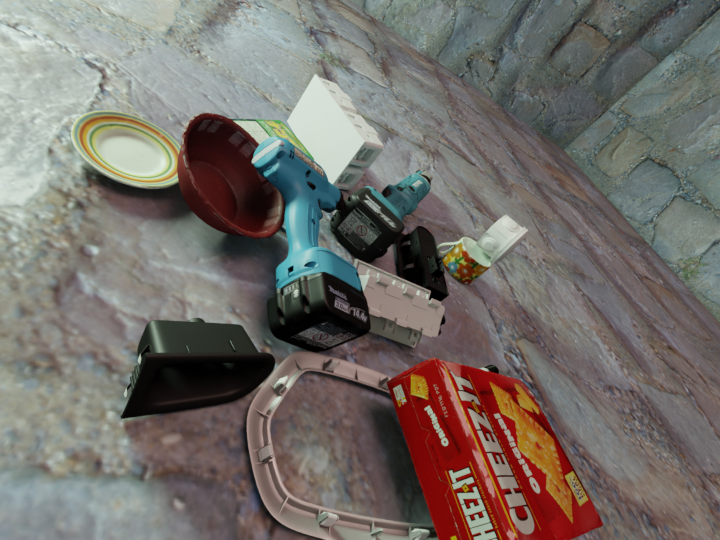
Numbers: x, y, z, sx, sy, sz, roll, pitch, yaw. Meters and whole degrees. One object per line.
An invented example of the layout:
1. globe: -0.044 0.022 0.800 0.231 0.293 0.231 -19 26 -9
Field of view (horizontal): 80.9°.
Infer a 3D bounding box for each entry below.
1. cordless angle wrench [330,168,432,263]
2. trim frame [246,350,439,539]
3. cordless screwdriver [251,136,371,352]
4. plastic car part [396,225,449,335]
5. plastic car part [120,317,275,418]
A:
1. cordless angle wrench: 0.076 -0.134 0.786 0.099 0.075 0.416 42 32 2
2. trim frame: 0.006 0.170 0.404 0.238 0.028 0.190 25 37 -24
3. cordless screwdriver: -0.050 -0.032 0.506 0.150 0.076 0.258 29 39 -50
4. plastic car part: 0.096 -0.003 0.661 0.064 0.067 0.210 19 36 -19
5. plastic car part: -0.139 0.071 0.359 0.110 0.066 0.075 5 33 -45
